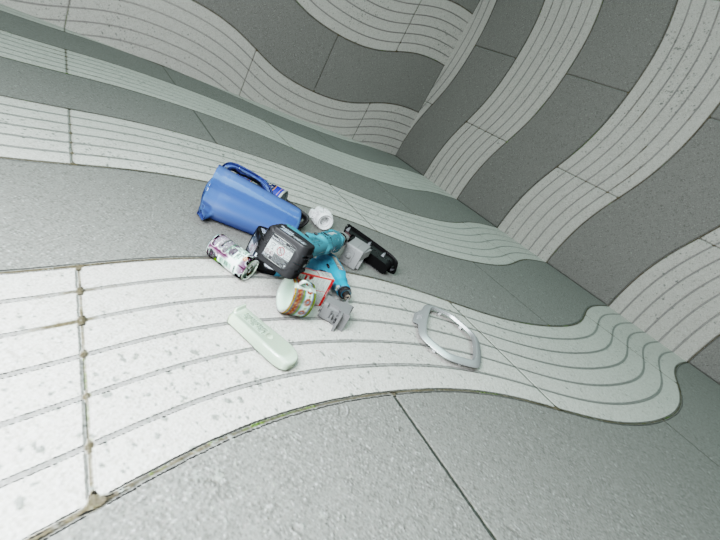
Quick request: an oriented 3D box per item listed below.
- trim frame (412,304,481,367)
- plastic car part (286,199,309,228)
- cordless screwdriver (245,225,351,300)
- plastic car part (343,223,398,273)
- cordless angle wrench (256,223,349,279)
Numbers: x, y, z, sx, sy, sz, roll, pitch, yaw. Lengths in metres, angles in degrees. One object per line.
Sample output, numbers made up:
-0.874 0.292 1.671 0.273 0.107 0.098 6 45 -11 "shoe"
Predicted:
0.218 0.160 1.062 0.186 0.027 0.247 30 24 4 "trim frame"
-0.202 -0.166 1.264 0.118 0.066 0.070 34 8 7 "plastic car part"
-0.136 -0.009 0.973 0.237 0.074 0.167 18 24 -32 "cordless screwdriver"
0.021 -0.057 1.262 0.209 0.066 0.065 34 33 16 "plastic car part"
-0.095 -0.062 0.968 0.100 0.074 0.414 34 15 8 "cordless angle wrench"
